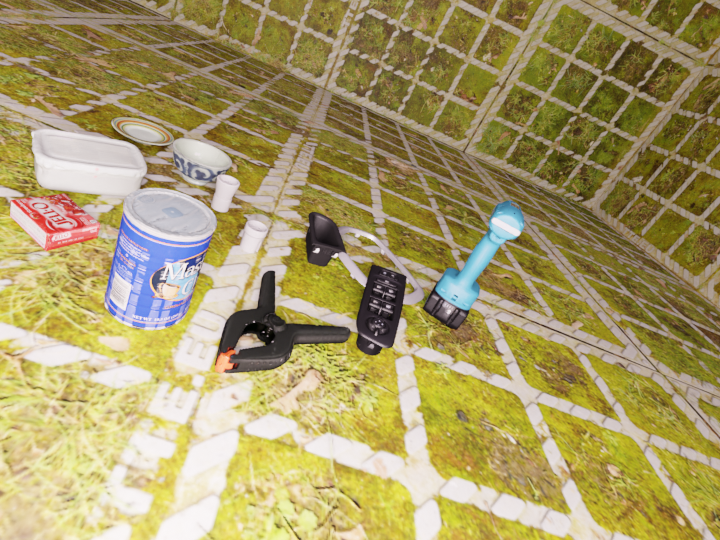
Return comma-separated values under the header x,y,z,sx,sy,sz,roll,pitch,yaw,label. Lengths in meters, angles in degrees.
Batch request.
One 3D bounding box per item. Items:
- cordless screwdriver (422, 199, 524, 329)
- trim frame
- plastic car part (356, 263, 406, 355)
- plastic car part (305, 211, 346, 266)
x,y,z,sx,sy,sz,roll,pitch,yaw,label
0.217,-0.019,0.791,0.076,0.247,0.157,32,27,8,cordless screwdriver
0.029,-0.016,0.868,0.175,0.027,0.262,1,36,-39,trim frame
0.027,0.065,0.682,0.066,0.067,0.204,25,27,-4,plastic car part
-0.078,-0.051,0.793,0.064,0.070,0.121,15,29,-23,plastic car part
